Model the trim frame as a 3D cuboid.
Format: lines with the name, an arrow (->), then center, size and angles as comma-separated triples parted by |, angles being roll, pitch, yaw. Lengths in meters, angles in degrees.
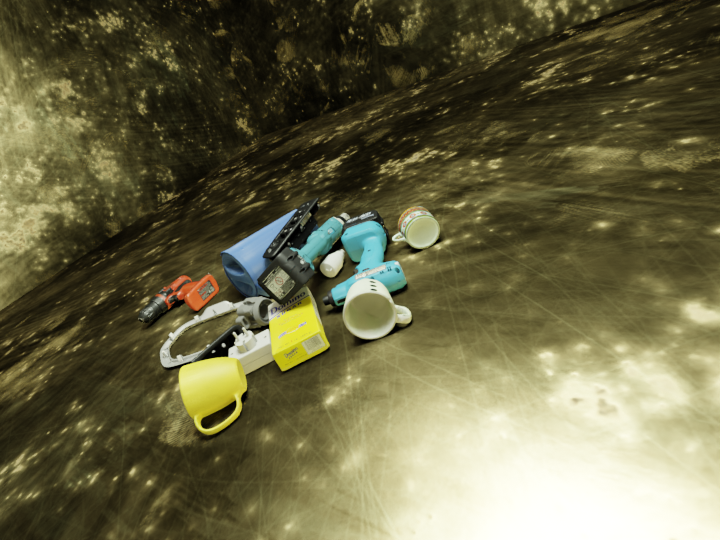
trim frame -> -0.344, 0.134, 0.946 | 0.252, 0.026, 0.188 | -22, 27, 13

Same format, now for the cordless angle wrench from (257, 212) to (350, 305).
cordless angle wrench -> -0.094, -0.061, 0.958 | 0.099, 0.074, 0.421 | -45, 5, 28

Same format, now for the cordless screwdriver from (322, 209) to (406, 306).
cordless screwdriver -> -0.004, -0.023, 0.872 | 0.161, 0.071, 0.256 | -22, 31, 10

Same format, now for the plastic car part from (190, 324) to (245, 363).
plastic car part -> -0.274, 0.161, 0.812 | 0.073, 0.064, 0.115 | -21, 20, 44

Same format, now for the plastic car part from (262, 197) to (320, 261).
plastic car part -> -0.155, -0.084, 0.987 | 0.069, 0.064, 0.202 | -3, 40, 41
